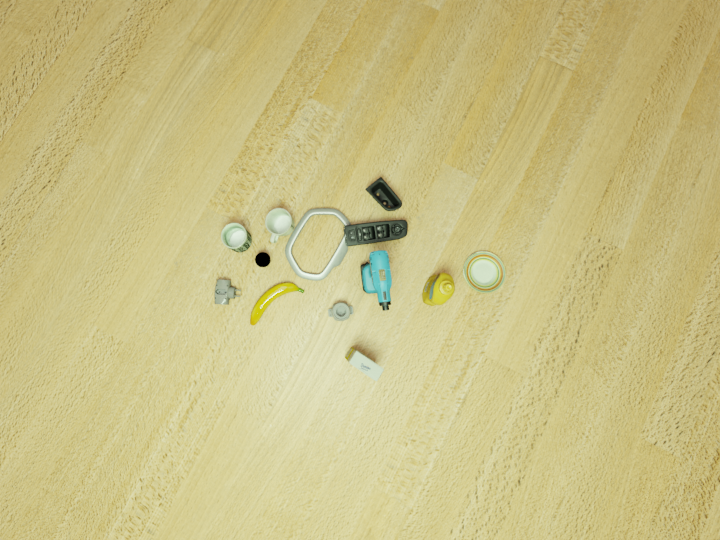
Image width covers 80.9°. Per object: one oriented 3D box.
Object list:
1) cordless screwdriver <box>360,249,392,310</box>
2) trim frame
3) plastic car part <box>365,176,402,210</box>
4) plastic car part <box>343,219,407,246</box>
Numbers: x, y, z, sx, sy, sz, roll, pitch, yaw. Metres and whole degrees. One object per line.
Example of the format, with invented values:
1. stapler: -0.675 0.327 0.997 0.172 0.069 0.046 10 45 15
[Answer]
1. cordless screwdriver: 0.050 0.036 1.220 0.074 0.247 0.161 -6 84 -4
2. trim frame: -0.133 -0.087 1.356 0.186 0.027 0.248 29 83 6
3. plastic car part: 0.076 -0.229 1.351 0.066 0.070 0.118 -39 84 -6
4. plastic car part: 0.049 -0.118 1.336 0.203 0.066 0.067 -8 83 0
